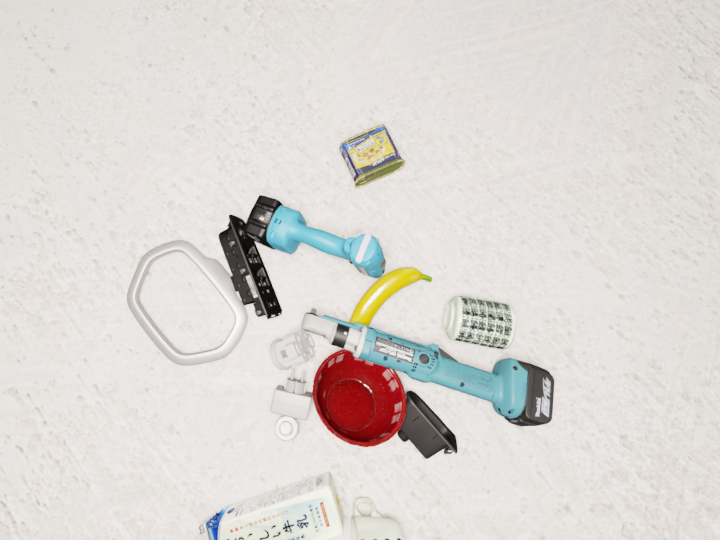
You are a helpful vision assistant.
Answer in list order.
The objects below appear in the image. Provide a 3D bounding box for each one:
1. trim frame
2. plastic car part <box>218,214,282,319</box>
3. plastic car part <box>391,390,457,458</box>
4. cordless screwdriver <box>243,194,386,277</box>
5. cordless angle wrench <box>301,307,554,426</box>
[{"bbox_3d":[-0.322,0.059,0.786,0.184,0.027,0.253,-42,80,-4],"label":"trim frame"},{"bbox_3d":[-0.209,-0.004,0.779,0.069,0.064,0.205,-23,82,22],"label":"plastic car part"},{"bbox_3d":[0.100,0.271,0.727,0.119,0.064,0.071,44,98,9],"label":"plastic car part"},{"bbox_3d":[-0.074,-0.048,0.755,0.258,0.153,0.074,20,80,18],"label":"cordless screwdriver"},{"bbox_3d":[0.102,0.153,0.716,0.425,0.073,0.099,18,66,2],"label":"cordless angle wrench"}]
